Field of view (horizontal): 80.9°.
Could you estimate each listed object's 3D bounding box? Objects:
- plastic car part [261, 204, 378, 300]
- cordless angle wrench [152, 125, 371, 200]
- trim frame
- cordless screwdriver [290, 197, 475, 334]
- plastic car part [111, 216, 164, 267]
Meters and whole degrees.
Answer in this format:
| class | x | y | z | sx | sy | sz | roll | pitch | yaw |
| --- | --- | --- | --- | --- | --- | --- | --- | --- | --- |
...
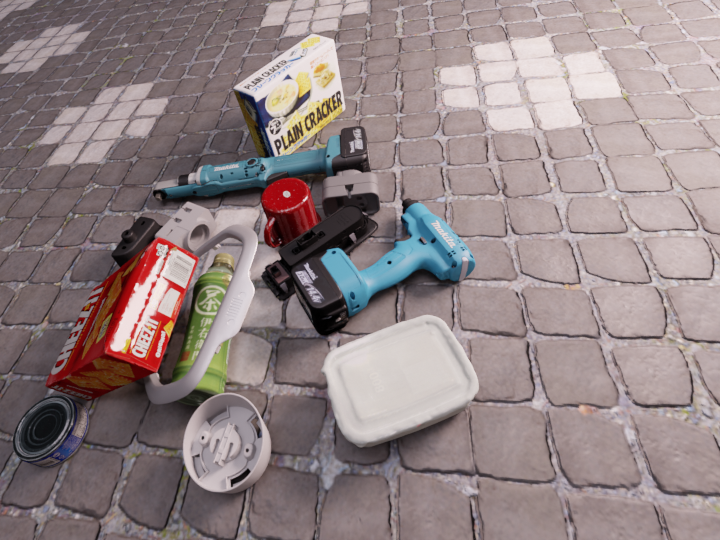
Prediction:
| class | x | y | z | sx | sy | sz | roll | pitch | yaw |
| --- | --- | --- | --- | --- | --- | --- | --- | --- | --- |
| plastic car part | -0.065 | -0.043 | 0.666 | 0.200 | 0.064 | 0.070 | -33 | 48 | -16 |
| cordless angle wrench | -0.195 | -0.183 | 0.795 | 0.430 | 0.071 | 0.101 | -7 | 52 | 10 |
| trim frame | -0.208 | 0.047 | 0.547 | 0.193 | 0.026 | 0.251 | -5 | 57 | 41 |
| cordless screwdriver | 0.020 | -0.018 | 0.621 | 0.246 | 0.071 | 0.167 | -22 | 52 | -10 |
| plastic car part | -0.382 | -0.047 | 0.732 | 0.068 | 0.068 | 0.117 | 10 | 53 | 19 |
